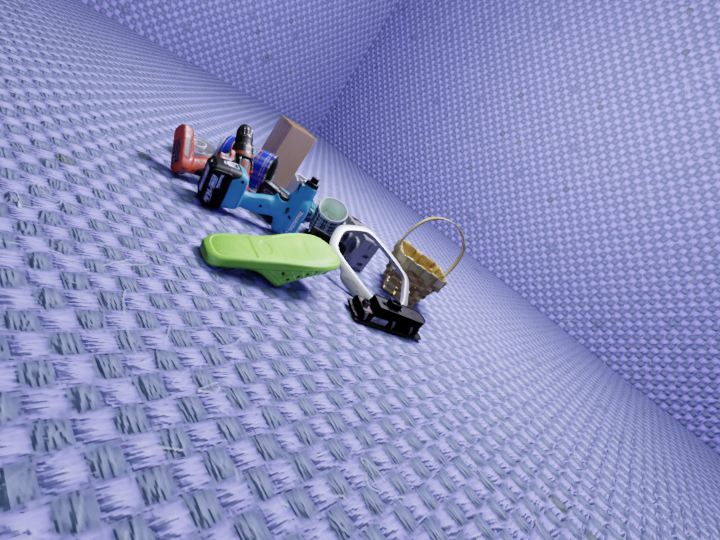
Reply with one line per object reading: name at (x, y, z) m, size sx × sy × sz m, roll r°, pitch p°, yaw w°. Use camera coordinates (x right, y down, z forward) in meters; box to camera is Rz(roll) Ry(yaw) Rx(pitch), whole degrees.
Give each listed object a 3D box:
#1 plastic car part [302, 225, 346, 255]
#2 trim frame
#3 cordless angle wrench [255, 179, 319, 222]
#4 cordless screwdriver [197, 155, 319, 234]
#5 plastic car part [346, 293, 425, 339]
plastic car part at (-0.100, -0.066, 1.025) m, size 0.110 × 0.066 × 0.075 m, roll 25°, pitch 5°, yaw -41°
trim frame at (0.023, -0.004, 0.985) m, size 0.249 × 0.028 × 0.180 m, roll 52°, pitch 44°, yaw 1°
cordless angle wrench at (-0.154, -0.175, 1.200) m, size 0.101 × 0.074 × 0.409 m, roll 40°, pitch 15°, yaw 14°
cordless screwdriver at (-0.215, -0.174, 0.917) m, size 0.236 × 0.159 × 0.078 m, roll 22°, pitch 22°, yaw -33°
plastic car part at (0.066, 0.092, 0.892) m, size 0.192 × 0.067 × 0.070 m, roll 28°, pitch 19°, yaw -36°
